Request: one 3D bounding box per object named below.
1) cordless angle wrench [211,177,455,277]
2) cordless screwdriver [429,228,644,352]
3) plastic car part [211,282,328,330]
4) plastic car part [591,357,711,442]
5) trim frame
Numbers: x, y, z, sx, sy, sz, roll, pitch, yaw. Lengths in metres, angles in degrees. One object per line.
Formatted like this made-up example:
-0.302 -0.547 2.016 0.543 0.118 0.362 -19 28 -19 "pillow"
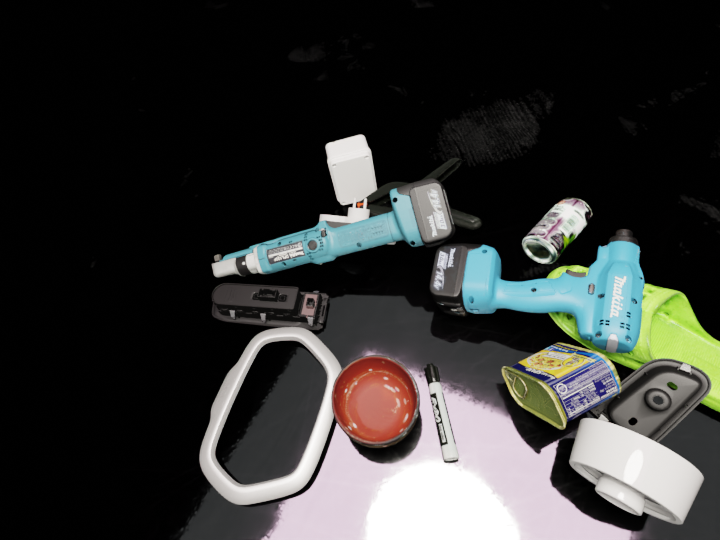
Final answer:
-0.068 -0.044 0.695 0.434 0.072 0.098 -13 88 20 "cordless angle wrench"
0.232 0.006 0.578 0.261 0.070 0.160 8 65 32 "cordless screwdriver"
-0.160 0.054 0.691 0.209 0.064 0.067 1 63 17 "plastic car part"
0.322 0.145 0.466 0.069 0.067 0.117 47 109 32 "plastic car part"
-0.127 0.194 0.603 0.190 0.026 0.251 9 60 19 "trim frame"
